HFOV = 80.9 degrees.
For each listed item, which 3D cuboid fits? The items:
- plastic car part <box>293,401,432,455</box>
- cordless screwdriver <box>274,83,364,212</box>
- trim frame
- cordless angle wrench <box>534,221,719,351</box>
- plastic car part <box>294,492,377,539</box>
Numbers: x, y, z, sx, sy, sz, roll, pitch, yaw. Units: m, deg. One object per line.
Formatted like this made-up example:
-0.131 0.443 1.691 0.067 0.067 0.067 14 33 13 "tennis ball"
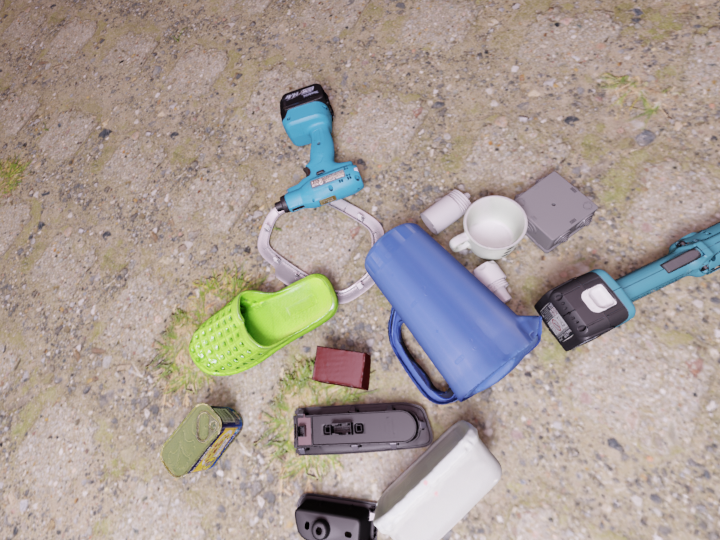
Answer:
-0.004 0.222 0.600 0.206 0.064 0.068 -7 61 10 "plastic car part"
-0.102 -0.223 0.787 0.160 0.071 0.258 -20 62 6 "cordless screwdriver"
-0.073 -0.048 0.744 0.259 0.026 0.184 32 81 23 "trim frame"
0.447 -0.023 0.556 0.423 0.094 0.077 -26 66 0 "cordless angle wrench"
-0.038 0.338 0.557 0.119 0.068 0.067 3 69 13 "plastic car part"
